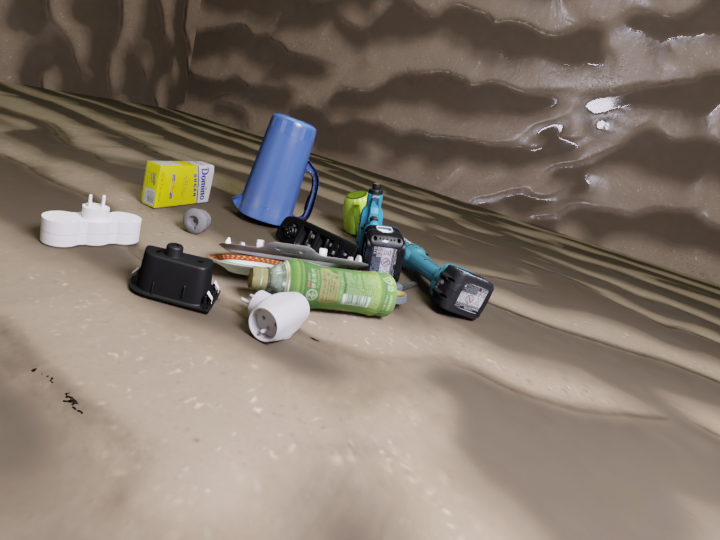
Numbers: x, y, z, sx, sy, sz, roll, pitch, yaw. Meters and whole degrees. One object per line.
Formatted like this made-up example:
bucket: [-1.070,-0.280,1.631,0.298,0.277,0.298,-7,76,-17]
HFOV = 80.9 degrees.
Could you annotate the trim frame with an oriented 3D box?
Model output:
trim frame: [-0.110,-0.028,0.700,0.249,0.027,0.184,10,-2,-1]

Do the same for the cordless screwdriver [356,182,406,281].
cordless screwdriver: [0.034,-0.084,0.871,0.074,0.157,0.255,7,20,-8]

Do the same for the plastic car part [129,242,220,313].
plastic car part: [-0.241,0.001,0.552,0.115,0.070,0.067,18,16,-6]

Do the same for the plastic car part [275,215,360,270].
plastic car part: [-0.083,-0.054,0.851,0.213,0.066,0.064,27,11,29]

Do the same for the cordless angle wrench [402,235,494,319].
cordless angle wrench: [0.117,-0.028,0.926,0.094,0.074,0.442,19,13,-26]
